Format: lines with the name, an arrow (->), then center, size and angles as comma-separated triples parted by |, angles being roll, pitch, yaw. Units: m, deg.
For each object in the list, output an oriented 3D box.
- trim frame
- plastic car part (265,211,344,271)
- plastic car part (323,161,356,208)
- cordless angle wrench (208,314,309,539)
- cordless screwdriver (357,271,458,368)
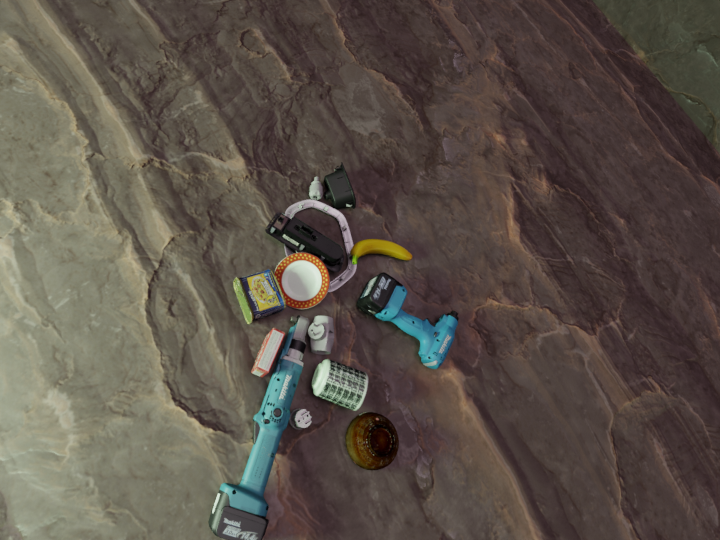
trim frame -> -0.102, -0.067, 1.042 | 0.179, 0.028, 0.254 | -5, 70, -20
plastic car part -> -0.119, -0.073, 0.996 | 0.201, 0.067, 0.066 | 34, 53, -6
plastic car part -> -0.062, -0.212, 1.108 | 0.070, 0.065, 0.119 | -15, 76, -11
cordless angle wrench -> -0.172, 0.284, 0.835 | 0.096, 0.075, 0.429 | 22, 59, -12
cordless screwdriver -> 0.124, 0.100, 1.021 | 0.247, 0.075, 0.158 | 39, 60, -4
